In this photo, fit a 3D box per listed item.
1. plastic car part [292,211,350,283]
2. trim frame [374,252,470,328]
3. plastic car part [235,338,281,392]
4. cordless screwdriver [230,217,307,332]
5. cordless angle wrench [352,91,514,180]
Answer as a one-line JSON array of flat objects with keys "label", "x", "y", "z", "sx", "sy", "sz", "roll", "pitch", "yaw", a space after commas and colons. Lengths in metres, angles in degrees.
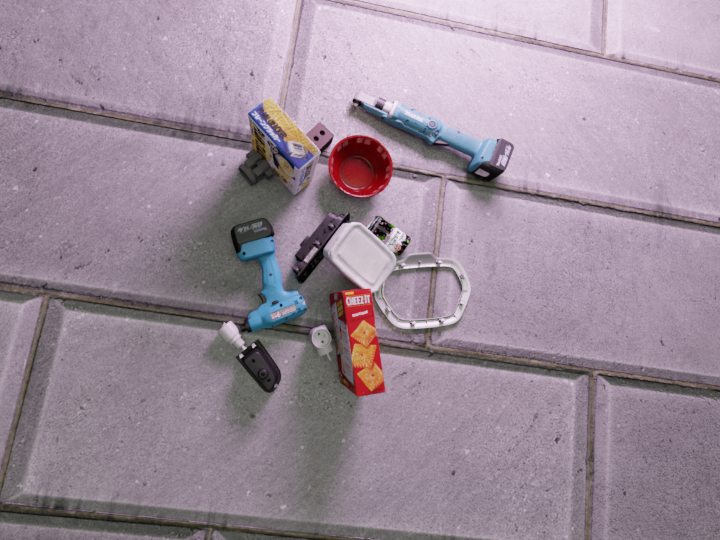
[{"label": "plastic car part", "x": -0.100, "y": -0.065, "z": 1.019, "sx": 0.070, "sy": 0.064, "sz": 0.202, "roll": 37, "pitch": 79, "yaw": 23}, {"label": "trim frame", "x": 0.156, "y": 0.048, "z": 1.046, "sx": 0.246, "sy": 0.027, "sz": 0.186, "roll": -4, "pitch": 81, "yaw": -6}, {"label": "plastic car part", "x": -0.223, "y": 0.222, "z": 0.951, "sx": 0.065, "sy": 0.071, "sz": 0.118, "roll": -38, "pitch": 86, "yaw": -10}, {"label": "cordless screwdriver", "x": -0.240, "y": 0.012, "z": 0.982, "sx": 0.157, "sy": 0.075, "sz": 0.249, "roll": -22, "pitch": 89, "yaw": -10}, {"label": "cordless angle wrench", "x": 0.177, "y": -0.363, "z": 1.090, "sx": 0.423, "sy": 0.074, "sz": 0.098, "roll": 25, "pitch": 80, "yaw": 0}]
